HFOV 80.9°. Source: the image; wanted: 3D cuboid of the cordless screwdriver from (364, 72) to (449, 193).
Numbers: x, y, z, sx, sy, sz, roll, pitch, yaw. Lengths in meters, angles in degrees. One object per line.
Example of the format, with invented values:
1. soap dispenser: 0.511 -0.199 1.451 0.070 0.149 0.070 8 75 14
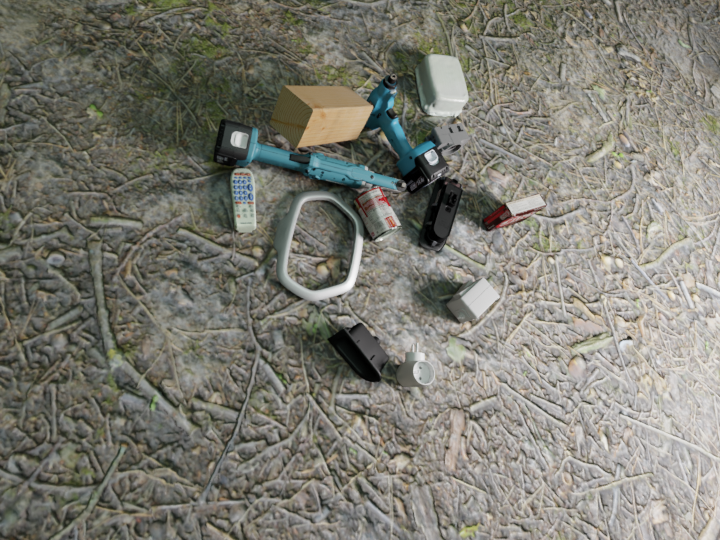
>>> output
1. cordless screwdriver: 0.100 -0.307 0.950 0.073 0.160 0.252 -31 83 -25

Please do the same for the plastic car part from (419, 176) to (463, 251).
1. plastic car part: 0.193 -0.134 0.964 0.065 0.068 0.204 28 67 -14

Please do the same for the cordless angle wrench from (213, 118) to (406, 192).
1. cordless angle wrench: -0.096 -0.225 0.908 0.411 0.100 0.074 11 88 -16

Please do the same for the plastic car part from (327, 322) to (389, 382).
1. plastic car part: 0.007 0.148 0.806 0.117 0.067 0.070 48 50 1

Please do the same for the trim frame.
1. trim frame: -0.086 -0.056 0.875 0.180 0.028 0.252 14 68 -11
